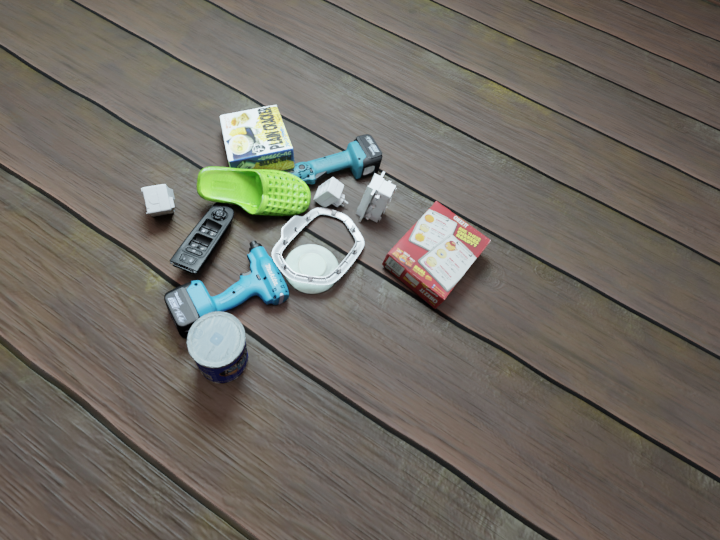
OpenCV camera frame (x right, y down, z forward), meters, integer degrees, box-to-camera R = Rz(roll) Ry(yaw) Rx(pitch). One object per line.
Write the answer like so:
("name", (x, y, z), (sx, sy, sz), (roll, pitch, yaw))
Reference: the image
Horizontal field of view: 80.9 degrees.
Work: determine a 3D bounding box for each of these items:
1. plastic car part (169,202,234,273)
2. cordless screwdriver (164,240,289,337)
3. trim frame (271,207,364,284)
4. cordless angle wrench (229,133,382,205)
("plastic car part", (-0.349, -0.070, 0.966), (0.067, 0.065, 0.205), (15, 56, 7))
("cordless screwdriver", (-0.295, 0.033, 0.916), (0.243, 0.073, 0.165), (-22, 66, -22))
("trim frame", (-0.098, -0.064, 0.999), (0.189, 0.027, 0.247), (30, 55, 13))
("cordless angle wrench", (-0.150, -0.249, 1.092), (0.416, 0.073, 0.102), (-20, 67, -14))
